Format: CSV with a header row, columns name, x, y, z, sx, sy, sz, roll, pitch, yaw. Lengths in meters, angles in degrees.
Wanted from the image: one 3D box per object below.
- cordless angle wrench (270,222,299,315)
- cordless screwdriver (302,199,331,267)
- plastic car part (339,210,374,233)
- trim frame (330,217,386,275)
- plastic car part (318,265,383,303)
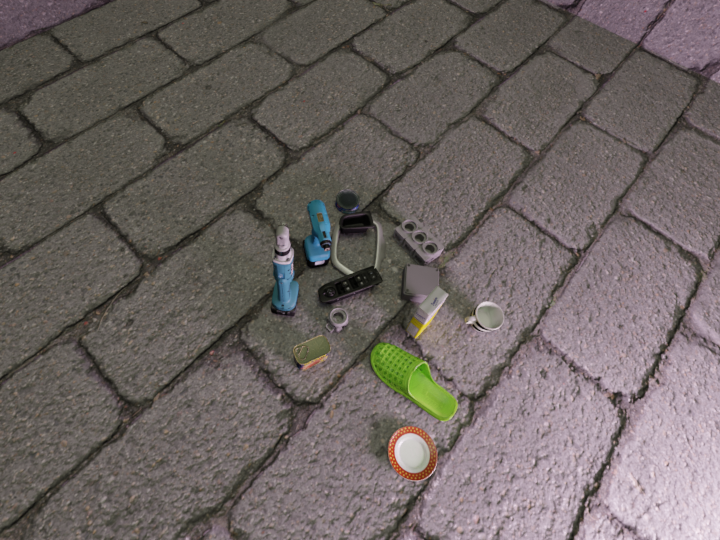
name,x,y,z,sx,sy,sz,roll,pitch,yaw
cordless angle wrench,-0.204,0.006,1.127,0.074,0.415,0.100,10,62,-4
cordless screwdriver,-0.125,-0.082,1.279,0.073,0.244,0.165,-10,64,-13
plastic car part,-0.020,-0.152,1.425,0.115,0.069,0.068,-8,63,-9
trim frame,-0.006,-0.083,1.411,0.184,0.027,0.254,5,60,0
plastic car part,-0.038,0.052,1.310,0.200,0.065,0.069,-19,65,-14
